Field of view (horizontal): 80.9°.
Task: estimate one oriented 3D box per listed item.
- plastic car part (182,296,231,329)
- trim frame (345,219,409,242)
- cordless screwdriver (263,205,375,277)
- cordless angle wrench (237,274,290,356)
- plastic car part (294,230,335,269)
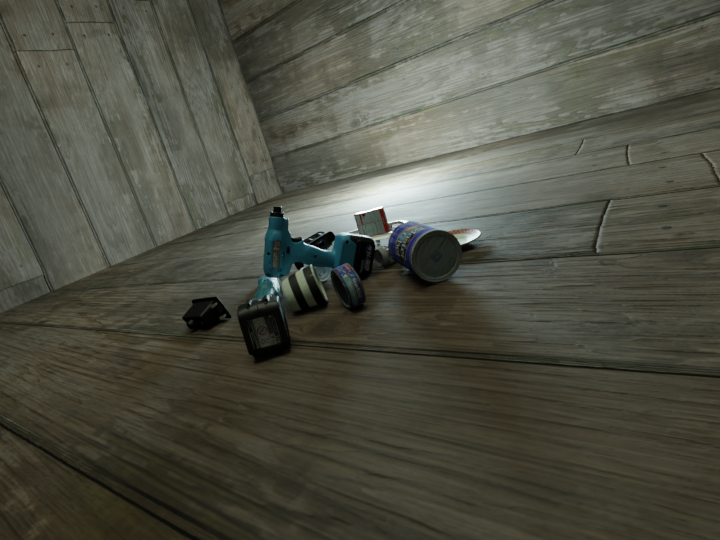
[{"bbox_3d":[-0.372,0.107,0.989,0.121,0.063,0.071,-9,32,37],"label":"plastic car part"},{"bbox_3d":[0.034,-0.111,1.300,0.256,0.027,0.183,-13,19,21],"label":"trim frame"},{"bbox_3d":[-0.094,-0.062,0.964,0.244,0.158,0.076,2,7,-12],"label":"cordless screwdriver"},{"bbox_3d":[-0.200,0.058,0.917,0.074,0.096,0.433,-15,14,-7],"label":"cordless angle wrench"},{"bbox_3d":[-0.133,-0.075,1.258,0.068,0.066,0.199,-30,6,31],"label":"plastic car part"}]
